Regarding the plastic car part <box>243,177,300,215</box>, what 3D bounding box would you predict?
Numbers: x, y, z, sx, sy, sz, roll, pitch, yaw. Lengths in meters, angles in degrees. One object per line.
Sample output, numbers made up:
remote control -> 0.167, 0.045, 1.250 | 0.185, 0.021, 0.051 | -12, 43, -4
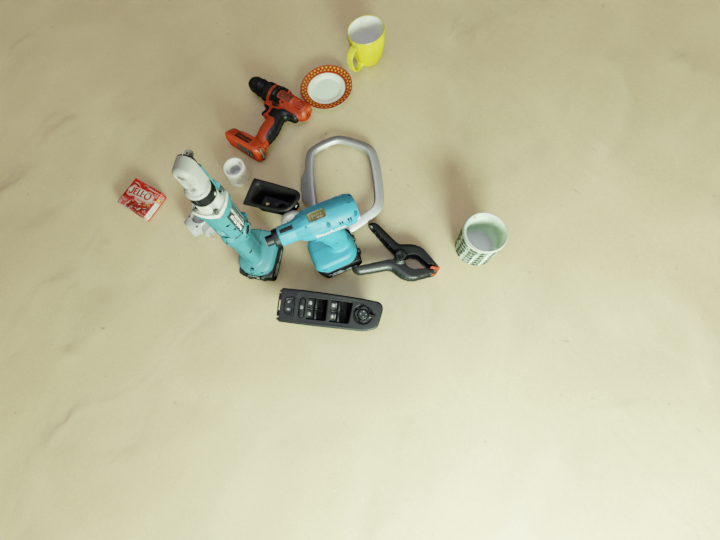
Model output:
plastic car part -> -0.185, -0.149, 0.925 | 0.119, 0.069, 0.066 | 16, 75, 11

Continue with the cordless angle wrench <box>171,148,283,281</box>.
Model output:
cordless angle wrench -> -0.217, -0.075, 0.724 | 0.075, 0.412, 0.099 | 9, 75, 5

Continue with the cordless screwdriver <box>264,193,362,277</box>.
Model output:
cordless screwdriver -> -0.077, -0.050, 0.786 | 0.159, 0.242, 0.076 | -21, 74, -2

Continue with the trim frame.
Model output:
trim frame -> -0.044, -0.196, 0.944 | 0.186, 0.027, 0.254 | -8, 71, 5

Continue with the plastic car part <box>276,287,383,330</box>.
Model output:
plastic car part -> -0.059, 0.082, 0.833 | 0.206, 0.065, 0.067 | 5, 73, 9
